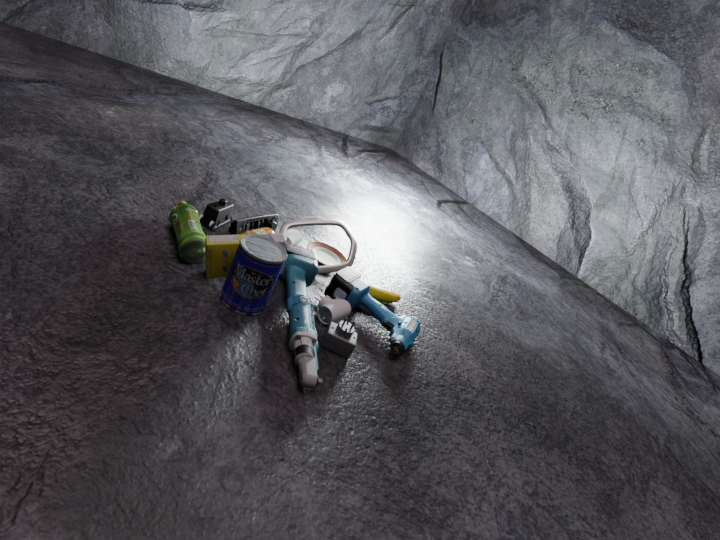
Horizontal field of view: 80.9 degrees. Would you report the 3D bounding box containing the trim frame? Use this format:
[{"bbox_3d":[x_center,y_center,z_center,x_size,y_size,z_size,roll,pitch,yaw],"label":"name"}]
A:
[{"bbox_3d":[-0.118,-0.077,1.202,0.240,0.028,0.189,-7,67,-27],"label":"trim frame"}]

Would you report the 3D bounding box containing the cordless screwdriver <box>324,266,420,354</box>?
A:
[{"bbox_3d":[0.025,0.101,1.036,0.255,0.074,0.156,35,26,12],"label":"cordless screwdriver"}]

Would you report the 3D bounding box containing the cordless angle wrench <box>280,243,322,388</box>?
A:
[{"bbox_3d":[-0.131,0.084,0.928,0.095,0.074,0.440,16,28,-21],"label":"cordless angle wrench"}]

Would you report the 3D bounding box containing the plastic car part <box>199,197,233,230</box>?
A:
[{"bbox_3d":[-0.394,-0.164,1.172,0.067,0.070,0.115,30,27,5],"label":"plastic car part"}]

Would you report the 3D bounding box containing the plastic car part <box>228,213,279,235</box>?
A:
[{"bbox_3d":[-0.306,-0.125,1.198,0.070,0.065,0.196,9,17,28],"label":"plastic car part"}]
